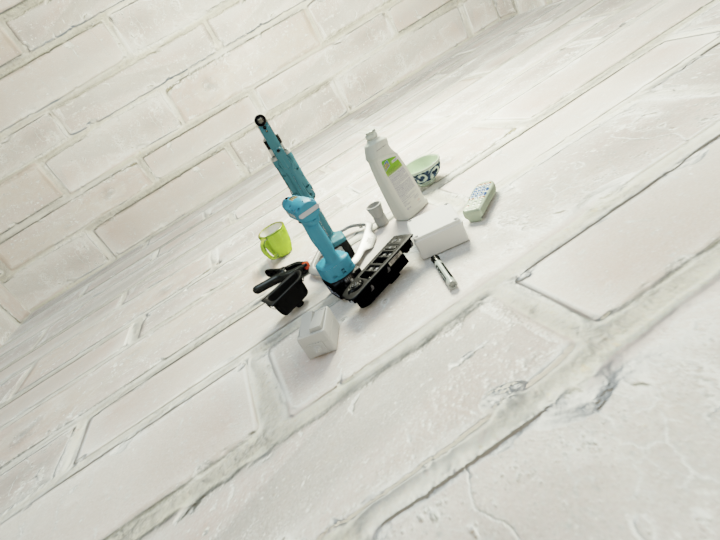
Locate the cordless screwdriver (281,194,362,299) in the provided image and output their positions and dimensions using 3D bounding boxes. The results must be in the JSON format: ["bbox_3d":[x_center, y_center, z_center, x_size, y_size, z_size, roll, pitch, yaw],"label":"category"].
[{"bbox_3d":[-0.093,-0.061,0.952,0.074,0.240,0.167,-36,24,-14],"label":"cordless screwdriver"}]

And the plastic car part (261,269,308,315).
[{"bbox_3d":[-0.167,0.062,1.009,0.115,0.068,0.069,-41,26,-21],"label":"plastic car part"}]

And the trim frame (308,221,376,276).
[{"bbox_3d":[-0.047,-0.059,1.142,0.190,0.026,0.250,-17,29,27],"label":"trim frame"}]

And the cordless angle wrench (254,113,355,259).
[{"bbox_3d":[-0.142,-0.191,1.041,0.074,0.408,0.101,-30,22,-1],"label":"cordless angle wrench"}]

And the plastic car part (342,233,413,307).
[{"bbox_3d":[0.041,0.005,0.893,0.201,0.064,0.069,-43,27,-23],"label":"plastic car part"}]
